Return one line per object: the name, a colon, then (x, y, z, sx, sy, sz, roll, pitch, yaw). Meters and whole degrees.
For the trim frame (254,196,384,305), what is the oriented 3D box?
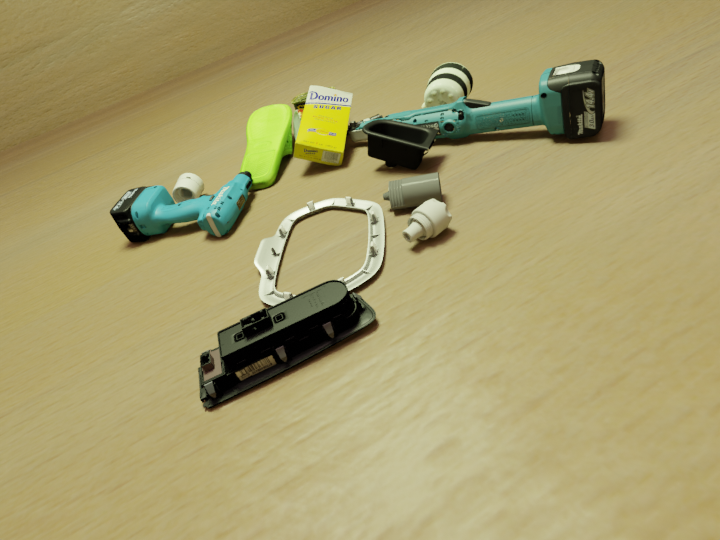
trim frame: (-0.058, -0.038, 0.592, 0.188, 0.026, 0.255, -11, 39, 14)

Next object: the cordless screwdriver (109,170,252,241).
cordless screwdriver: (-0.326, -0.127, 0.792, 0.256, 0.071, 0.161, -2, 44, 19)

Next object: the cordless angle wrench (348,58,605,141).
cordless angle wrench: (0.161, -0.257, 0.721, 0.444, 0.094, 0.074, 4, 42, 36)

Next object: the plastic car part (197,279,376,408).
plastic car part: (-0.085, 0.065, 0.453, 0.201, 0.064, 0.069, -22, 29, -6)

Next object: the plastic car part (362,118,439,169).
plastic car part: (0.062, -0.205, 0.706, 0.121, 0.068, 0.066, 17, 47, 20)
